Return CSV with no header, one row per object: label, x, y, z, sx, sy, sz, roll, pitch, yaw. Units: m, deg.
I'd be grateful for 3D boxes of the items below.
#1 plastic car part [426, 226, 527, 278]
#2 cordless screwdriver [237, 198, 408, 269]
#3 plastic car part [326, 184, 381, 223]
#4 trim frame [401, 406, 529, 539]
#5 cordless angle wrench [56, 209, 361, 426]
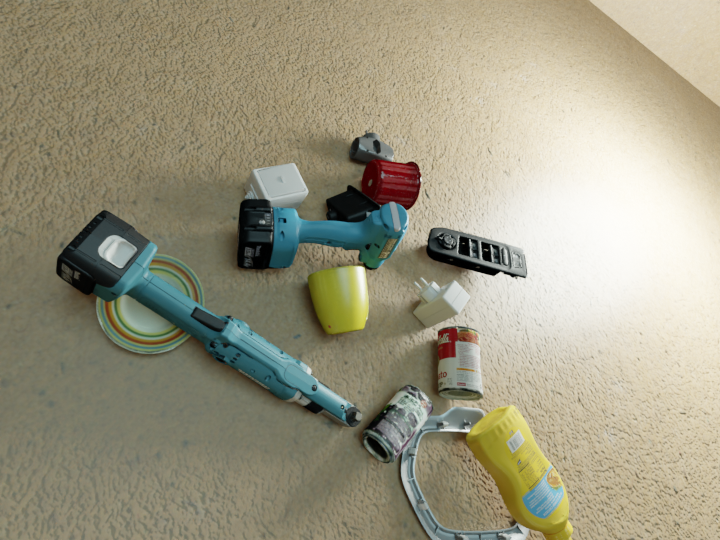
plastic car part,0.211,-0.031,0.804,0.198,0.067,0.067,16,66,-13
cordless screwdriver,-0.064,-0.042,0.652,0.245,0.157,0.076,-1,63,-10
plastic car part,-0.020,-0.097,0.723,0.069,0.064,0.123,-22,38,-21
trim frame,0.168,0.302,0.626,0.241,0.028,0.189,11,58,-19
cordless angle wrench,-0.164,0.089,0.534,0.410,0.100,0.075,38,56,-16
